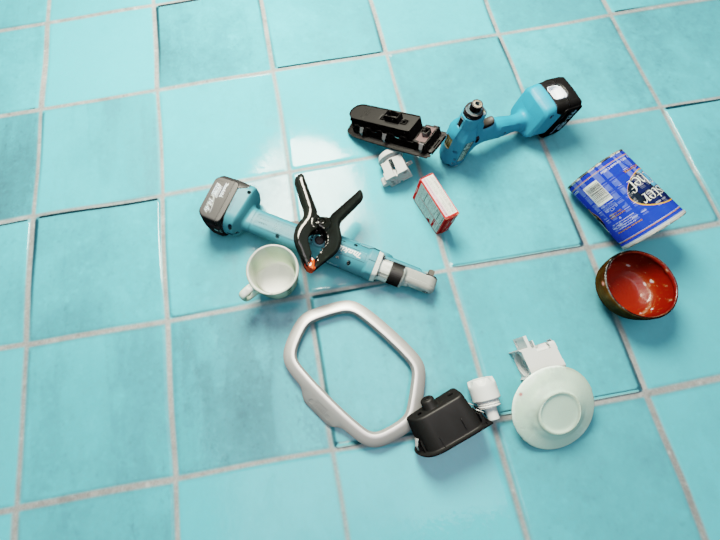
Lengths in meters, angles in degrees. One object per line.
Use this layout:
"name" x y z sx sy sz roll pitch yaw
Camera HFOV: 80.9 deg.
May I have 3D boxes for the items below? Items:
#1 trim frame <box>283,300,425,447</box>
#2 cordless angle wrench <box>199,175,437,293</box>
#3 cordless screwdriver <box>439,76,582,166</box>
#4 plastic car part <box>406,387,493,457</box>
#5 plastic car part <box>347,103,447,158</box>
"trim frame" -0.011 0.161 0.688 0.255 0.027 0.183 40 76 13
"cordless angle wrench" -0.073 -0.047 0.742 0.429 0.073 0.098 21 74 7
"cordless screwdriver" 0.271 -0.279 0.760 0.247 0.156 0.076 -21 75 -8
"plastic car part" 0.122 0.220 0.633 0.116 0.066 0.071 -26 90 -6
"plastic car part" 0.051 -0.266 0.783 0.215 0.063 0.066 26 78 38
